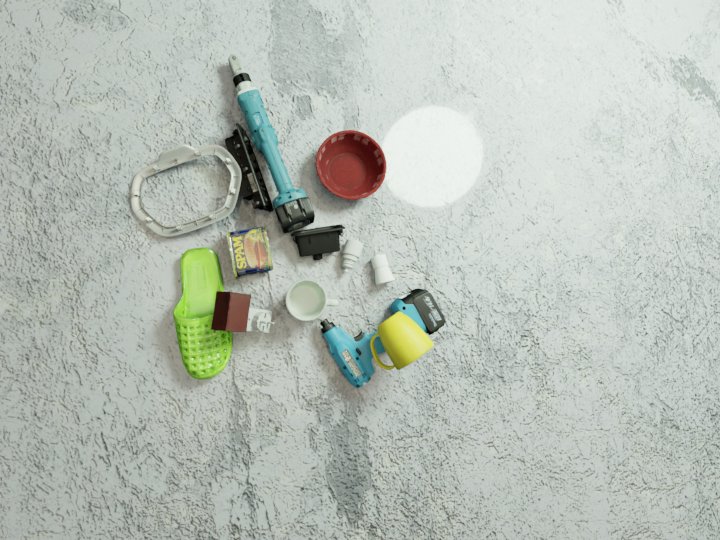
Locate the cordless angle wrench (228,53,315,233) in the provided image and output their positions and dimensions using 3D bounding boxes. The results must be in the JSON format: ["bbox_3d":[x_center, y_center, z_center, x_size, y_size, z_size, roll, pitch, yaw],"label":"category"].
[{"bbox_3d":[-0.211,-0.292,0.934,0.074,0.097,0.428,-21,82,-9],"label":"cordless angle wrench"}]

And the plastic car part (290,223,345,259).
[{"bbox_3d":[-0.091,-0.060,0.935,0.115,0.067,0.070,-12,100,-7],"label":"plastic car part"}]

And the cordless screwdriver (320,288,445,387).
[{"bbox_3d":[0.045,0.120,0.918,0.247,0.074,0.160,-33,88,-7],"label":"cordless screwdriver"}]

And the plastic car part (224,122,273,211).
[{"bbox_3d":[-0.252,-0.223,0.936,0.068,0.065,0.204,-17,86,15],"label":"plastic car part"}]

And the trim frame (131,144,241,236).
[{"bbox_3d":[-0.375,-0.176,0.907,0.249,0.027,0.186,-18,82,3],"label":"trim frame"}]
